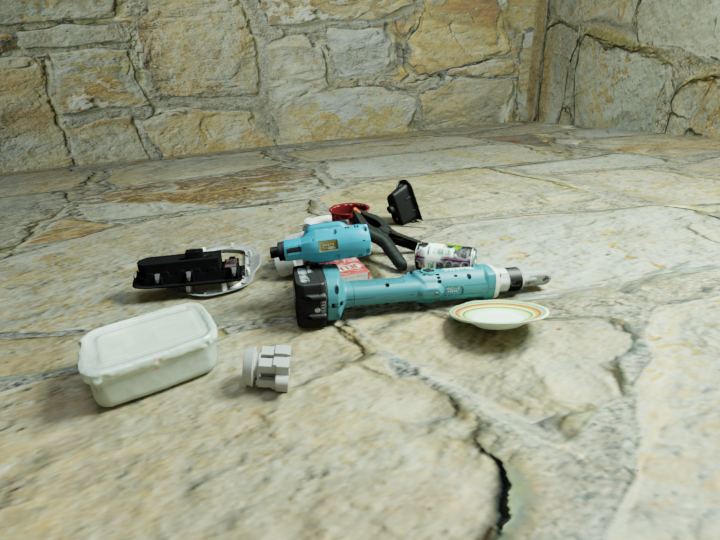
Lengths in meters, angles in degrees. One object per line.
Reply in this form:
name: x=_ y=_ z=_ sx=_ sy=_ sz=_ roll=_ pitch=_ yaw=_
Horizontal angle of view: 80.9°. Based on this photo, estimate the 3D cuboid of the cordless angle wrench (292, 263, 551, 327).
cordless angle wrench: x=0.105 y=0.024 z=0.680 sx=0.419 sy=0.073 sz=0.101 roll=-4 pitch=22 yaw=-6

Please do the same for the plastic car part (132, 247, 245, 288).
plastic car part: x=-0.315 y=-0.003 z=0.766 sx=0.201 sy=0.065 sz=0.069 roll=-9 pitch=31 yaw=-5

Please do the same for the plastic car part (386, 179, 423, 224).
plastic car part: x=0.099 y=-0.162 z=1.054 sx=0.070 sy=0.111 sz=0.070 roll=-39 pitch=36 yaw=-19

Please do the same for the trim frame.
trim frame: x=-0.293 y=-0.008 z=0.862 sx=0.182 sy=0.027 sz=0.257 roll=-6 pitch=23 yaw=-7

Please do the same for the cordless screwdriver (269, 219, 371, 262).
cordless screwdriver: x=-0.075 y=-0.049 z=0.768 sx=0.159 sy=0.074 sz=0.251 roll=-8 pitch=6 yaw=-4
